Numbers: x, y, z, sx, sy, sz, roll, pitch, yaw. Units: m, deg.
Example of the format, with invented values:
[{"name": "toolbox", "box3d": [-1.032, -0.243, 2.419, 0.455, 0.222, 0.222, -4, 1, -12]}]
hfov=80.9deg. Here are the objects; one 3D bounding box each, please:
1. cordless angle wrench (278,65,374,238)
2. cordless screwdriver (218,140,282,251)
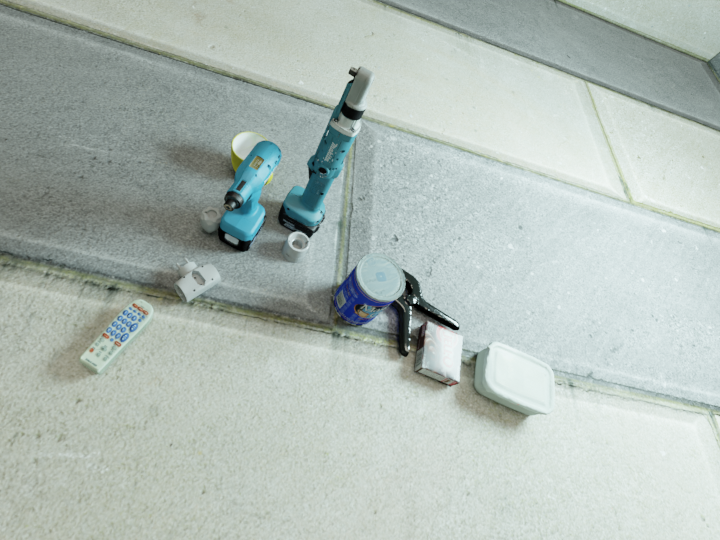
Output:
[{"name": "cordless angle wrench", "box3d": [-0.065, -0.209, 0.816, 0.097, 0.423, 0.075, 31, 55, -6]}, {"name": "cordless screwdriver", "box3d": [-0.225, -0.118, 0.811, 0.074, 0.249, 0.160, 29, 55, -7]}]
